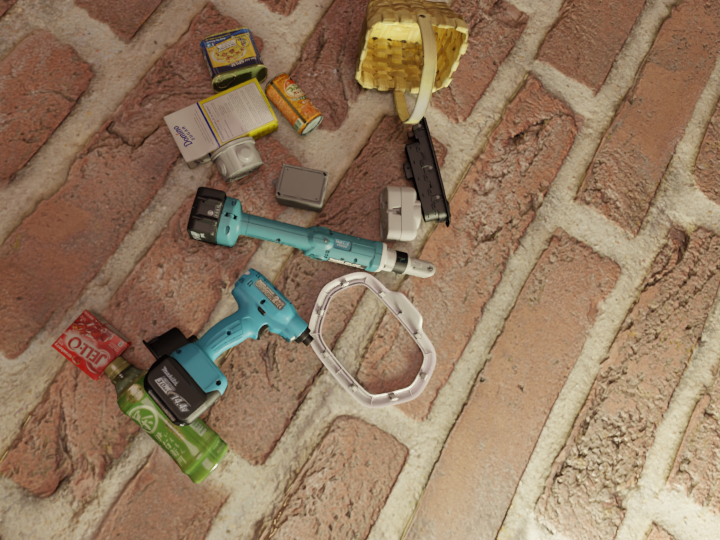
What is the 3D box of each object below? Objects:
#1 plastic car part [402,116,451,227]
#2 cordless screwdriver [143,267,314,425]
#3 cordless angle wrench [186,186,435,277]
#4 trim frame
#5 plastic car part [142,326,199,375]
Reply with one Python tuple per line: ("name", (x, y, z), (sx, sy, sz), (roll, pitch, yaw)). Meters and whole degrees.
("plastic car part", (0.119, -0.173, 0.773), (0.067, 0.066, 0.205), (-17, 84, -2))
("cordless screwdriver", (-0.191, 0.126, 0.645), (0.159, 0.075, 0.246), (43, 54, -2))
("cordless angle wrench", (-0.070, -0.046, 0.715), (0.416, 0.099, 0.075), (13, 78, -9))
("trim frame", (0.022, 0.119, 0.733), (0.183, 0.027, 0.250), (-40, 87, -13))
("plastic car part", (-0.285, 0.138, 0.675), (0.070, 0.067, 0.117), (-35, 86, -28))
